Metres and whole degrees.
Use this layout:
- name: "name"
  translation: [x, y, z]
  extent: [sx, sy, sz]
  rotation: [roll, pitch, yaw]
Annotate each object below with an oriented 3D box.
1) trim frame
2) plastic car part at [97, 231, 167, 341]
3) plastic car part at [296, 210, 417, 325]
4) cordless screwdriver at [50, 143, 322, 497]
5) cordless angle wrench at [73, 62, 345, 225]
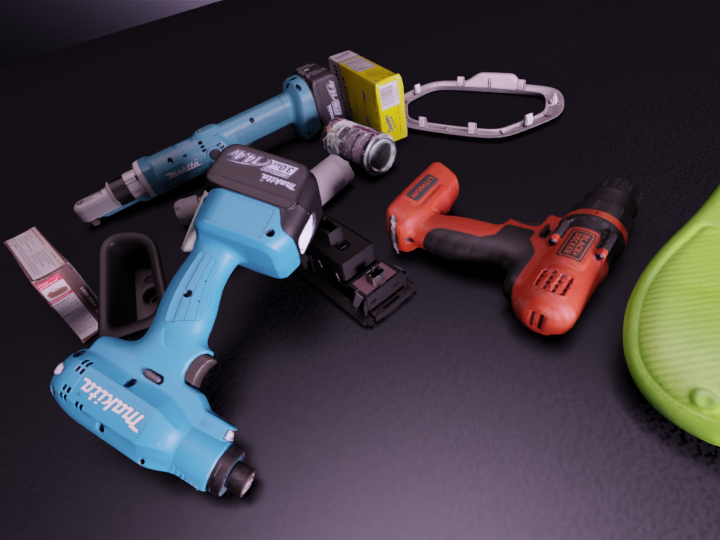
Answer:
- name: "trim frame"
  translation: [0.165, -0.251, 0.631]
  extent: [0.262, 0.026, 0.182]
  rotation: [20, 52, 36]
- name: "plastic car part"
  translation: [-0.216, 0.023, 0.421]
  extent: [0.065, 0.068, 0.122]
  rotation: [-19, 57, -9]
- name: "plastic car part"
  translation: [-0.042, -0.028, 0.432]
  extent: [0.066, 0.064, 0.215]
  rotation: [-40, 44, -17]
- name: "cordless screwdriver"
  translation: [-0.103, 0.027, 0.336]
  extent: [0.163, 0.072, 0.249]
  rotation: [24, 70, 13]
- name: "cordless angle wrench"
  translation: [-0.224, -0.184, 0.637]
  extent: [0.419, 0.093, 0.078]
  rotation: [-30, 47, -11]
